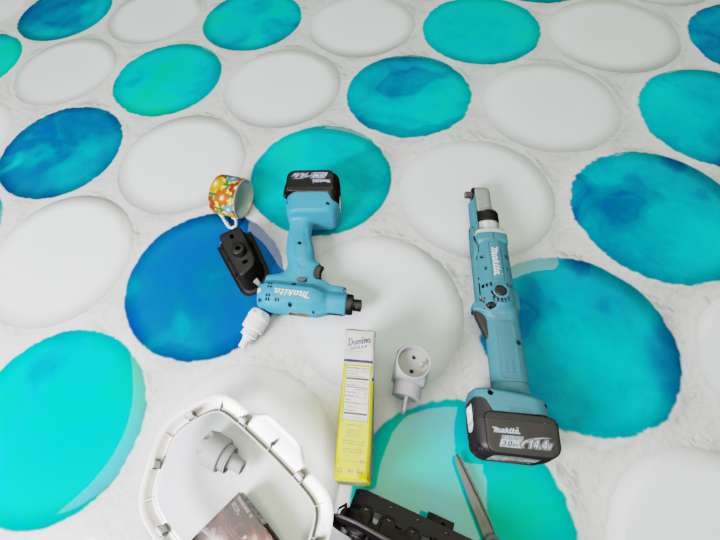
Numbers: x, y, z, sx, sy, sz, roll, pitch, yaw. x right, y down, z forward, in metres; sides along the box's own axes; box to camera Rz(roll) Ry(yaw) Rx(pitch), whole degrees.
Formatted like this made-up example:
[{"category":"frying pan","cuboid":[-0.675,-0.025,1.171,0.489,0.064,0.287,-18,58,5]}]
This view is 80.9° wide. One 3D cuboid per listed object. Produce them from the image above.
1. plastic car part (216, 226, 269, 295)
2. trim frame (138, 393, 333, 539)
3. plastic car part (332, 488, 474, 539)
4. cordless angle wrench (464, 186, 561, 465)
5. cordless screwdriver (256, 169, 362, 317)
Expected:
[{"category":"plastic car part","cuboid":[-0.194,-0.025,0.692,0.065,0.068,0.122,-28,59,-11]},{"category":"trim frame","cuboid":[-0.150,0.263,0.497,0.259,0.026,0.183,34,68,22]},{"category":"plastic car part","cuboid":[0.064,0.303,0.471,0.210,0.064,0.067,12,51,19]},{"category":"cordless angle wrench","cuboid":[0.196,0.042,0.617,0.099,0.072,0.433,1,58,4]},{"category":"cordless screwdriver","cuboid":[-0.068,-0.044,0.691,0.161,0.072,0.253,4,64,7]}]
